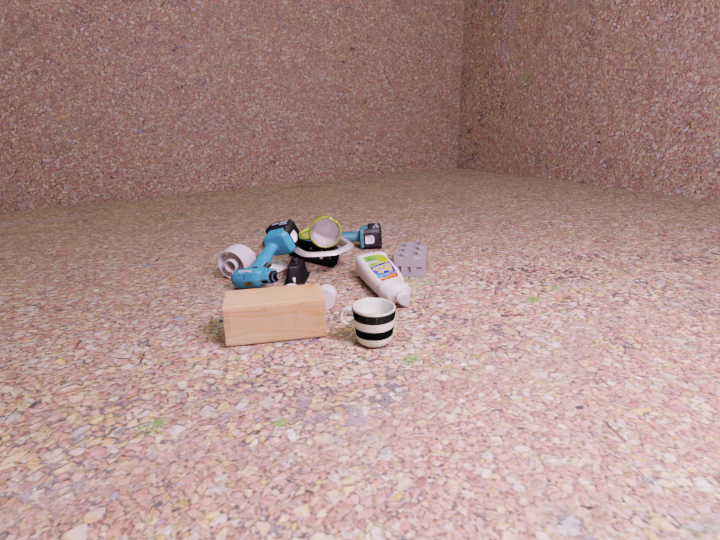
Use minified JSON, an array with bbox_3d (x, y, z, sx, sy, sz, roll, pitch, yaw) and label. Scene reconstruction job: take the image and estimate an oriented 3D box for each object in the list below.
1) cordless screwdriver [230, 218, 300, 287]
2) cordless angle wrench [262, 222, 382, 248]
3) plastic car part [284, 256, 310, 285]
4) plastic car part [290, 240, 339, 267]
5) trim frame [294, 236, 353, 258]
[{"bbox_3d":[-0.241,-0.045,1.188,0.166,0.071,0.249,-6,38,32],"label":"cordless screwdriver"},{"bbox_3d":[-0.139,-0.112,1.504,0.426,0.073,0.099,-3,18,5],"label":"cordless angle wrench"},{"bbox_3d":[-0.182,-0.004,1.199,0.066,0.070,0.117,0,16,2],"label":"plastic car part"},{"bbox_3d":[-0.145,-0.060,1.366,0.213,0.066,0.064,12,8,33],"label":"plastic car part"},{"bbox_3d":[-0.127,-0.083,1.294,0.179,0.027,0.262,-19,25,-24],"label":"trim frame"}]
